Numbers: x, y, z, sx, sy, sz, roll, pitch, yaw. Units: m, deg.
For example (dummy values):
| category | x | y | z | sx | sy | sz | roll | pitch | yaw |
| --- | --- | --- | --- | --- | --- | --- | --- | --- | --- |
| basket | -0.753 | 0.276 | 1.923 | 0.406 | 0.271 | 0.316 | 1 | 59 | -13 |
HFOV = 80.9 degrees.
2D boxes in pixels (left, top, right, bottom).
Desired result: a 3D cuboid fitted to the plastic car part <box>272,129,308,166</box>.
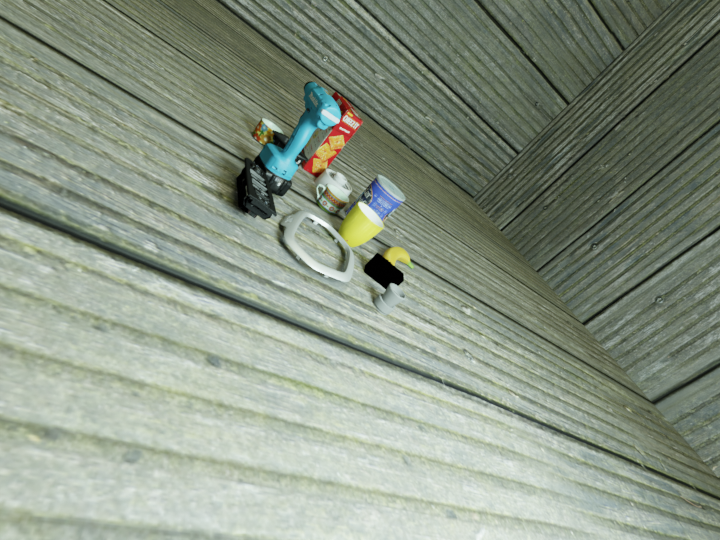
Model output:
| category | x | y | z | sx | sy | sz | roll | pitch | yaw |
| --- | --- | --- | --- | --- | --- | --- | --- | --- | --- |
| plastic car part | -0.199 | -0.305 | 1.117 | 0.063 | 0.071 | 0.121 | 6 | 42 | -55 |

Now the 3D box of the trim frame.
| category | x | y | z | sx | sy | sz | roll | pitch | yaw |
| --- | --- | --- | --- | --- | --- | --- | --- | --- | --- |
| trim frame | -0.088 | -0.058 | 0.899 | 0.181 | 0.028 | 0.252 | 37 | 23 | -11 |

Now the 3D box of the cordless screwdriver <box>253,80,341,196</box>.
| category | x | y | z | sx | sy | sz | roll | pitch | yaw |
| --- | --- | --- | --- | --- | --- | --- | --- | --- | --- |
| cordless screwdriver | -0.153 | -0.299 | 0.944 | 0.070 | 0.250 | 0.167 | 22 | 31 | -41 |

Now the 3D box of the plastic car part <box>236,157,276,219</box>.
| category | x | y | z | sx | sy | sz | roll | pitch | yaw |
| --- | --- | --- | --- | --- | --- | --- | --- | --- | --- |
| plastic car part | -0.211 | -0.157 | 0.831 | 0.063 | 0.067 | 0.212 | 28 | 26 | -31 |
